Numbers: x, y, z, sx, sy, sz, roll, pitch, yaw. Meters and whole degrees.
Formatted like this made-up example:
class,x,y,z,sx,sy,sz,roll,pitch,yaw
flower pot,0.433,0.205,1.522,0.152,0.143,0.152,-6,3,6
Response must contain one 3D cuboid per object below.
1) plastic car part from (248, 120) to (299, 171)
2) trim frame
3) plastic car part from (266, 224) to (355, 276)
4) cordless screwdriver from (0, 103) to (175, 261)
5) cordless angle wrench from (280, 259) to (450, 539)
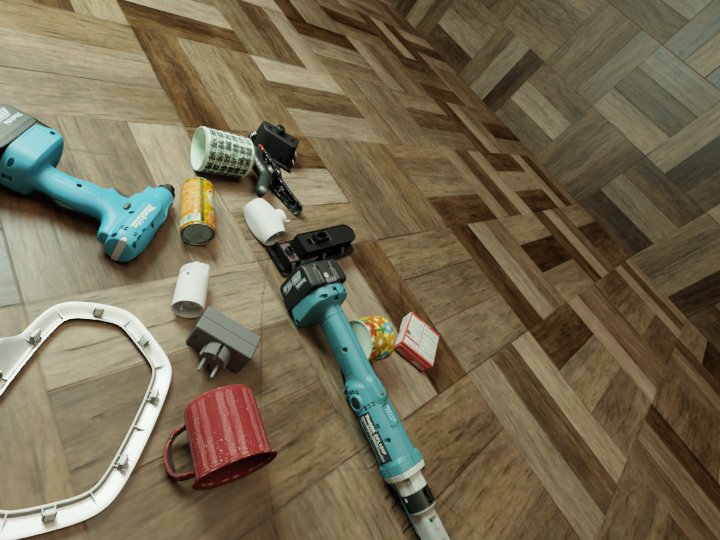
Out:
class,x,y,z,sx,sy,sz,roll,pitch,yaw
plastic car part,-0.183,-0.282,0.925,0.113,0.072,0.067,31,38,-18
trim frame,-0.306,0.136,0.442,0.179,0.028,0.254,27,41,-16
plastic car part,-0.078,-0.051,0.796,0.069,0.067,0.195,49,35,19
cordless screwdriver,-0.392,-0.130,0.597,0.241,0.075,0.162,33,38,-17
cordless angle wrench,0.009,0.183,0.614,0.071,0.099,0.437,-9,63,-43
